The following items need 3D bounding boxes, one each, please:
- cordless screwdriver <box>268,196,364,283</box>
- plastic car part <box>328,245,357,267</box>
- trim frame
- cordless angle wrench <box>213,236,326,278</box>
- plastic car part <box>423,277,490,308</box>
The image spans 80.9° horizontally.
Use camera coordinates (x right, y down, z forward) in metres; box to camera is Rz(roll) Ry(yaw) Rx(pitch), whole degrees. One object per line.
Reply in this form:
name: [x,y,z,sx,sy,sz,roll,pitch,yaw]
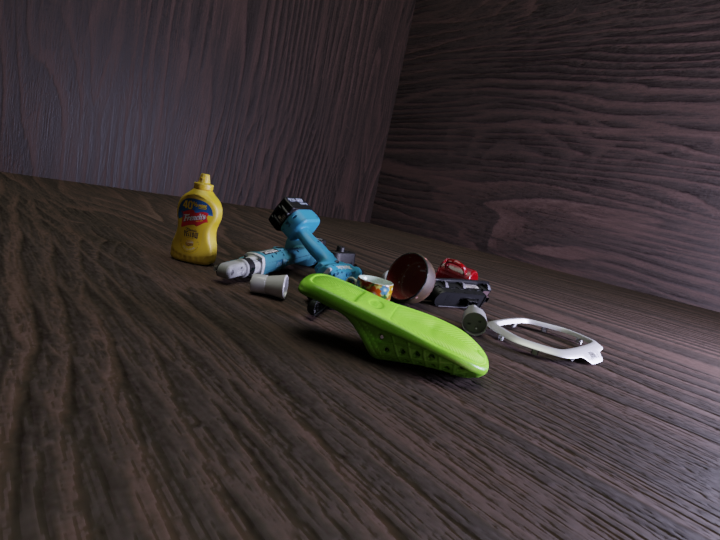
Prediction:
cordless screwdriver: [-0.098,-0.064,0.999,0.259,0.075,0.152,51,26,23]
plastic car part: [-0.054,-0.031,1.137,0.070,0.070,0.111,17,8,38]
trim frame: [0.352,0.129,0.805,0.236,0.027,0.195,4,11,-44]
cordless angle wrench: [-0.195,-0.028,0.977,0.101,0.074,0.413,13,12,15]
plastic car part: [0.226,0.060,0.985,0.195,0.066,0.070,8,35,-24]
